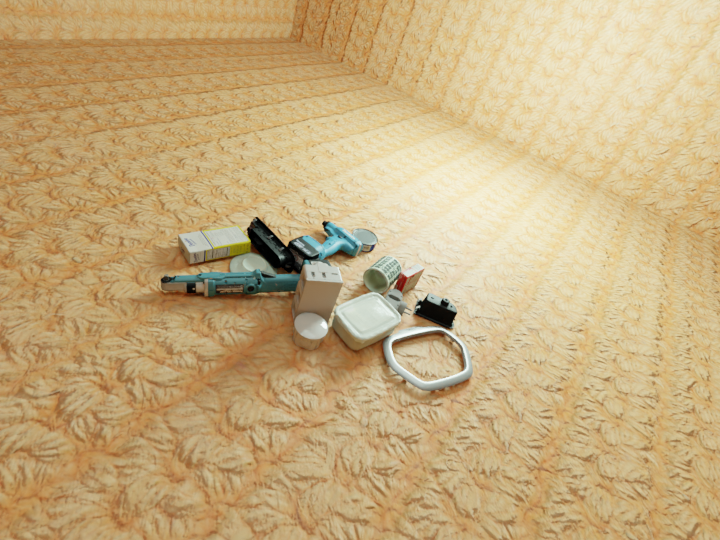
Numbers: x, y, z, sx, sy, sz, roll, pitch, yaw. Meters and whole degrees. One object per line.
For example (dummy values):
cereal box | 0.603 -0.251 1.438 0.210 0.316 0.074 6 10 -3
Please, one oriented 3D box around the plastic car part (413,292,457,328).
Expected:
plastic car part | 0.216 0.103 1.167 0.119 0.069 0.066 22 38 9

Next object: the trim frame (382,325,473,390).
trim frame | 0.169 0.210 1.052 0.240 0.027 0.194 -10 46 -28

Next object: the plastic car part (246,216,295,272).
plastic car part | -0.260 -0.071 1.188 0.212 0.066 0.064 41 25 24

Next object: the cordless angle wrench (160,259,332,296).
cordless angle wrench | -0.276 0.030 1.059 0.412 0.096 0.078 -1 31 -16

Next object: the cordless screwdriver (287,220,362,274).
cordless screwdriver | -0.124 -0.081 1.263 0.167 0.073 0.240 39 38 25
